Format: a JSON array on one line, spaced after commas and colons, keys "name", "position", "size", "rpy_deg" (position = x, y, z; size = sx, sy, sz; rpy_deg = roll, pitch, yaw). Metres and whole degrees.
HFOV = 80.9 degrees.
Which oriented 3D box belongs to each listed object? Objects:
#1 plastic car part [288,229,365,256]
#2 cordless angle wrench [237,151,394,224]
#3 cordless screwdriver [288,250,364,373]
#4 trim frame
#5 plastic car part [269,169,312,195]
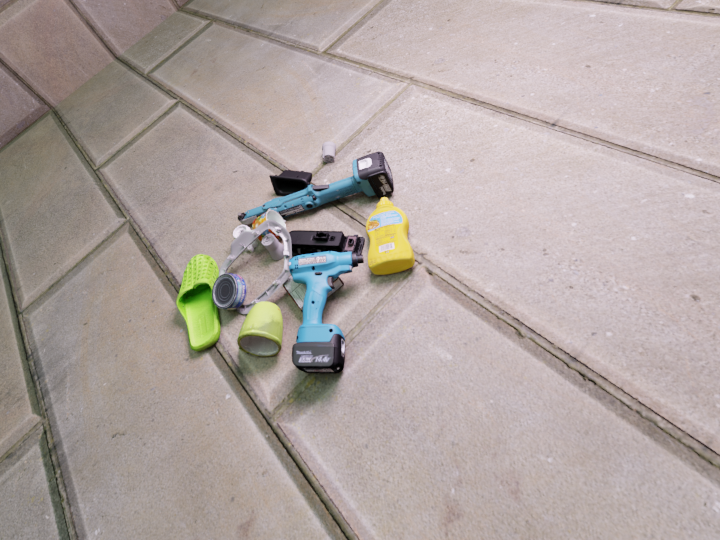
[{"name": "plastic car part", "position": [-0.098, -0.064, 0.998], "size": [0.211, 0.063, 0.067], "rpy_deg": [2, 66, 28]}, {"name": "cordless angle wrench", "position": [-0.130, -0.186, 1.082], "size": [0.433, 0.093, 0.076], "rpy_deg": [-15, 54, 20]}, {"name": "cordless screwdriver", "position": [-0.064, 0.076, 0.855], "size": [0.162, 0.071, 0.256], "rpy_deg": [-9, 63, 10]}, {"name": "trim frame", "position": [-0.255, -0.010, 1.002], "size": [0.251, 0.026, 0.192], "rpy_deg": [-41, 60, 21]}, {"name": "plastic car part", "position": [-0.179, -0.247, 1.160], "size": [0.121, 0.063, 0.071], "rpy_deg": [7, 47, 23]}]
